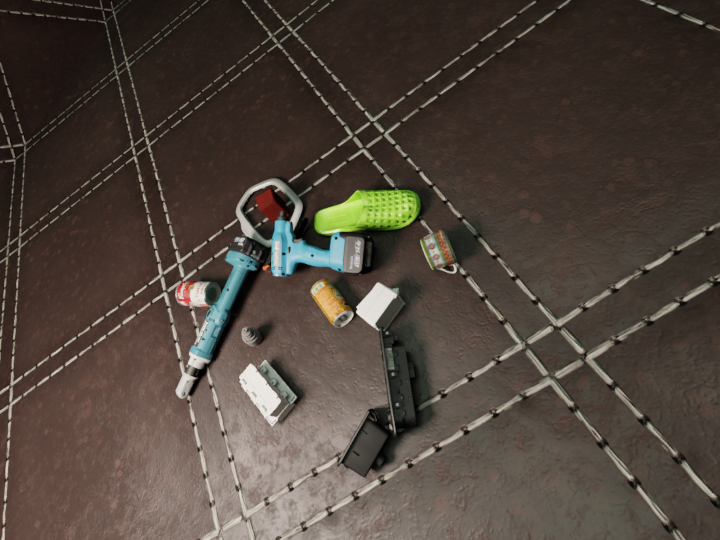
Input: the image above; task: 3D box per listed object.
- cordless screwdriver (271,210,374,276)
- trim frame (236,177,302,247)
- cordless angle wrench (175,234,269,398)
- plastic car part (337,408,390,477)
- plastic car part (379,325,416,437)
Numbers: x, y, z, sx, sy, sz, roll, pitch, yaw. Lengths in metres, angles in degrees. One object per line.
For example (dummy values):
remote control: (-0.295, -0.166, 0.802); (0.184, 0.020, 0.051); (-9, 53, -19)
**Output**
cordless screwdriver: (-0.097, -0.063, 0.990); (0.258, 0.071, 0.159); (1, 88, 23)
trim frame: (-0.261, -0.165, 1.192); (0.184, 0.026, 0.262); (-44, 56, -1)
cordless angle wrench: (-0.360, 0.116, 1.068); (0.103, 0.070, 0.424); (7, 71, 52)
plastic car part: (0.016, 0.326, 0.783); (0.074, 0.063, 0.116); (26, 81, 19)
plastic car part: (0.071, 0.213, 0.813); (0.067, 0.065, 0.208); (0, 61, -3)
